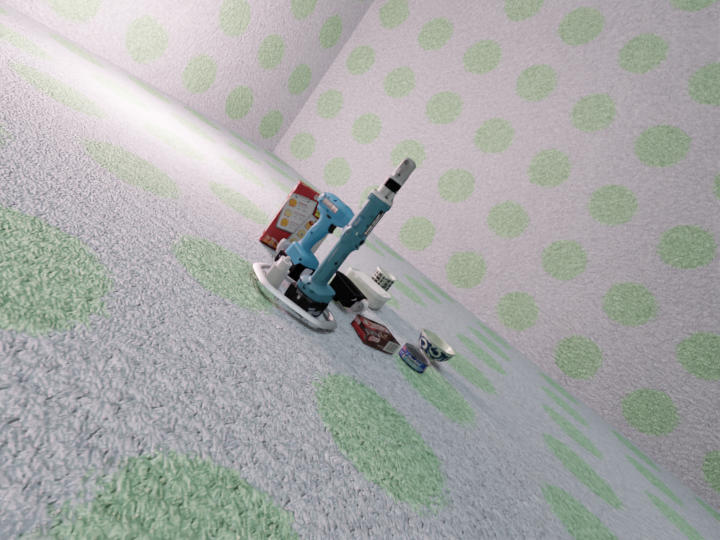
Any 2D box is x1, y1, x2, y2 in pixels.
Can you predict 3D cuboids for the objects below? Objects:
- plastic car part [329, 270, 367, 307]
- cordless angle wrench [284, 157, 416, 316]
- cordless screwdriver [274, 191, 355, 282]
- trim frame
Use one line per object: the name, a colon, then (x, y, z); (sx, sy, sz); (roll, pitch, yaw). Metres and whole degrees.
plastic car part: (-0.048, 0.062, 1.208); (0.123, 0.071, 0.062); (44, 13, 36)
cordless angle wrench: (-0.015, -0.077, 0.960); (0.078, 0.423, 0.093); (43, 12, 27)
cordless screwdriver: (-0.108, -0.071, 1.109); (0.070, 0.249, 0.168); (23, 18, -52)
trim frame: (-0.154, 0.061, 0.999); (0.246, 0.027, 0.186); (35, 11, -7)
